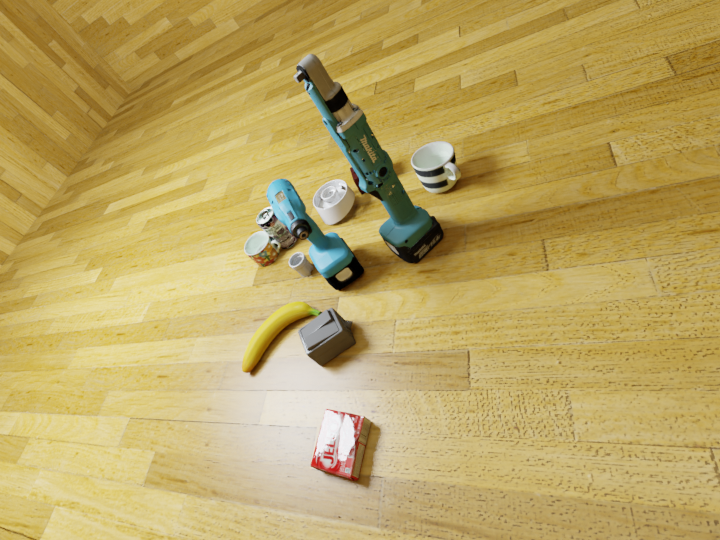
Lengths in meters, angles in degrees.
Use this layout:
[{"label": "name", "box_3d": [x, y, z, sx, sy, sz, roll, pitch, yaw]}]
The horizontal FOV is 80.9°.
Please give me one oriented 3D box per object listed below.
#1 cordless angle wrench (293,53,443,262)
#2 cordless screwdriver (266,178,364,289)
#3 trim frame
[{"label": "cordless angle wrench", "box_3d": [0.021, -0.167, 0.692, 0.098, 0.400, 0.079, -43, 43, -5]}, {"label": "cordless screwdriver", "box_3d": [-0.077, -0.050, 0.785, 0.074, 0.235, 0.168, -36, 43, 3]}, {"label": "trim frame", "box_3d": [0.264, 0.219, 0.490, 0.262, 0.026, 0.184, 11, 63, 39]}]
